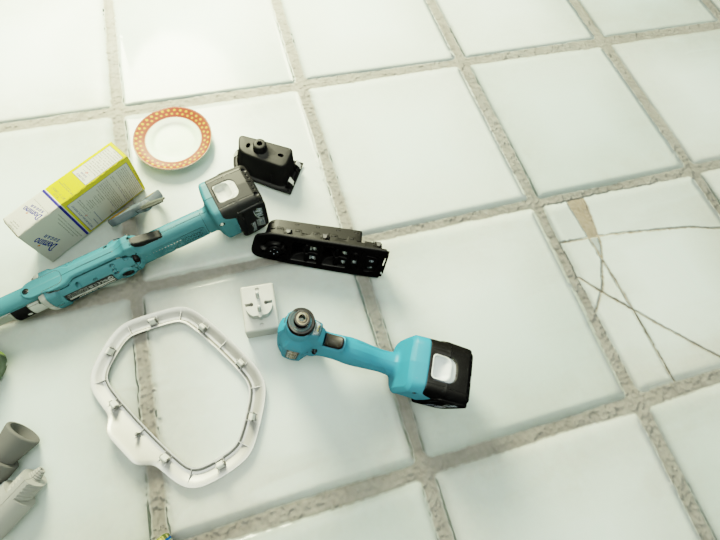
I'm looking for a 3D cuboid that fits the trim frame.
[{"bbox_3d":[-0.240,0.158,0.559,0.253,0.027,0.183,40,70,10],"label":"trim frame"}]

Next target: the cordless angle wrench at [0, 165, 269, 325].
[{"bbox_3d":[-0.337,-0.019,0.600,0.418,0.096,0.076,-28,75,-11],"label":"cordless angle wrench"}]

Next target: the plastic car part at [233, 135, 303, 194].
[{"bbox_3d":[-0.156,-0.183,0.688,0.116,0.070,0.067,20,66,-1],"label":"plastic car part"}]

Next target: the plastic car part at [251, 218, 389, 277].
[{"bbox_3d":[-0.063,-0.041,0.639,0.202,0.065,0.069,5,58,-3],"label":"plastic car part"}]

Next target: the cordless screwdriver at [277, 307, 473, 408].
[{"bbox_3d":[0.016,0.104,0.532,0.249,0.157,0.075,16,68,-2],"label":"cordless screwdriver"}]
